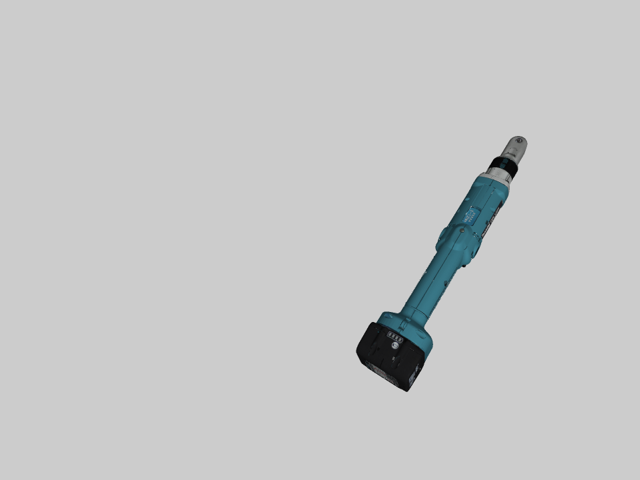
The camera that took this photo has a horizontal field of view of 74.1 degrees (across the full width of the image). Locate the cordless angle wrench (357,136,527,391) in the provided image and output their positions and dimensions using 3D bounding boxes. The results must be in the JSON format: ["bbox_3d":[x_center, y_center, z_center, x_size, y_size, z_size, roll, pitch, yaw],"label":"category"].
[{"bbox_3d":[0.196,0.006,0.602,0.074,0.422,0.098,28,-19,25],"label":"cordless angle wrench"}]
